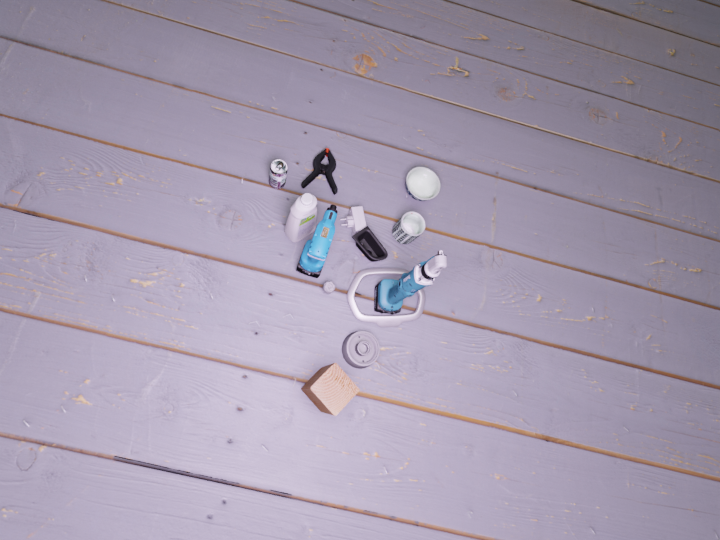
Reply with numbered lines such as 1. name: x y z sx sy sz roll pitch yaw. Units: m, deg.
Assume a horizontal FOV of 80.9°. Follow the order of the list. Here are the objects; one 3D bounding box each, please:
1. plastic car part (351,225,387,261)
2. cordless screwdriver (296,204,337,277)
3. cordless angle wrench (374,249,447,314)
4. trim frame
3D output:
1. plastic car part: 0.026 -0.069 1.327 0.065 0.071 0.118 -34 81 -20
2. cordless screwdriver: -0.118 -0.077 1.211 0.074 0.249 0.161 20 70 -8
3. cordless angle wrench: 0.129 0.036 1.121 0.073 0.423 0.099 7 73 -13
4. trim frame: 0.081 0.082 1.307 0.244 0.027 0.188 -1 71 -10
